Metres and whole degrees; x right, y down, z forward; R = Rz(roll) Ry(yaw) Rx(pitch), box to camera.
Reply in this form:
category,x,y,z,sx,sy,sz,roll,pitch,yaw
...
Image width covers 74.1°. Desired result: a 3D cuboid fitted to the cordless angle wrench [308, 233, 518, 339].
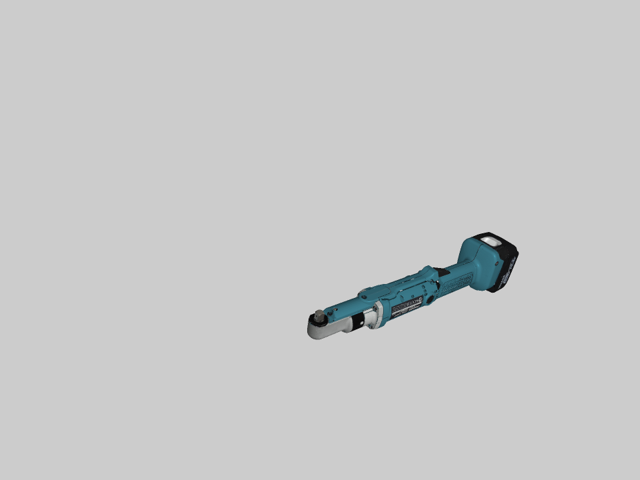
category,x,y,z,sx,sy,sz,roll,pitch,yaw
cordless angle wrench,0.156,0.078,0.672,0.422,0.098,0.074,-14,36,-33
